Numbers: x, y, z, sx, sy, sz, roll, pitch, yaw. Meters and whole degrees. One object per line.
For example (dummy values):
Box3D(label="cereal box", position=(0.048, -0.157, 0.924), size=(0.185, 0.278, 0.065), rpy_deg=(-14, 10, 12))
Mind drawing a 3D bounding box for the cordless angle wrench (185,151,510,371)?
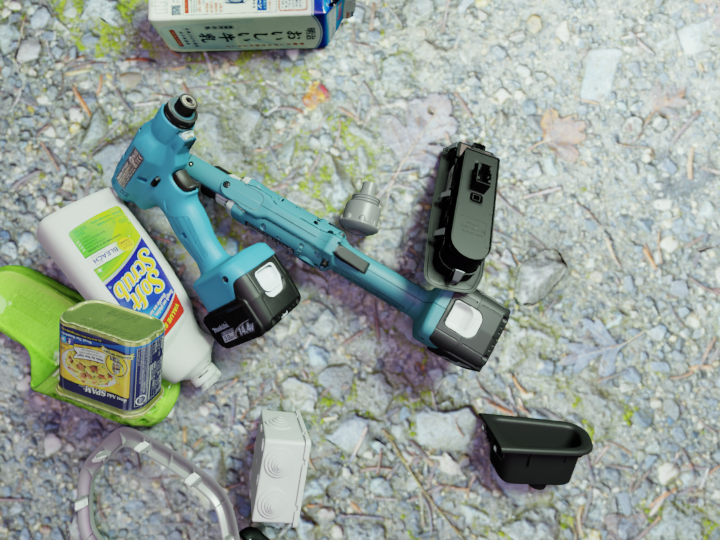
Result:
Box3D(label="cordless angle wrench", position=(-0.047, -0.031, 0.486), size=(0.429, 0.096, 0.074), rpy_deg=(31, 81, 7))

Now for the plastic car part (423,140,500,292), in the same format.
Box3D(label="plastic car part", position=(0.116, -0.068, 0.448), size=(0.065, 0.067, 0.205), rpy_deg=(22, 60, -8))

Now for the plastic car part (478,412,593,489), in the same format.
Box3D(label="plastic car part", position=(0.198, 0.212, 0.480), size=(0.116, 0.067, 0.070), rpy_deg=(8, 104, -3))

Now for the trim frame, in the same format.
Box3D(label="trim frame", position=(-0.229, 0.283, 0.462), size=(0.258, 0.026, 0.183), rpy_deg=(18, 95, 21))

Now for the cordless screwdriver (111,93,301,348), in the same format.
Box3D(label="cordless screwdriver", position=(-0.158, -0.048, 0.449), size=(0.163, 0.073, 0.248), rpy_deg=(-34, 92, 39))
